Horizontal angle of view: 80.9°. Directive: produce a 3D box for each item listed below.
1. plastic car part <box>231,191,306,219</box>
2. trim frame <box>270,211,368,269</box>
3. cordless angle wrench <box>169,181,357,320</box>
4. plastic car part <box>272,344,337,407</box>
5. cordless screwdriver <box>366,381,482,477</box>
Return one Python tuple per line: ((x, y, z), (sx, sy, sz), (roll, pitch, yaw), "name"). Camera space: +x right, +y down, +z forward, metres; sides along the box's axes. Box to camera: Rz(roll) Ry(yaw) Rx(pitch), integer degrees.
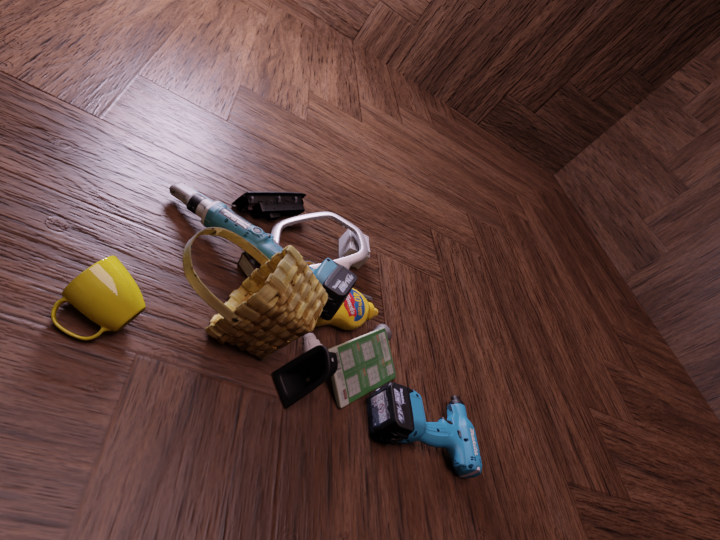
((-0.202, -0.156, 1.013), (0.195, 0.067, 0.068), (-17, 76, -50), "plastic car part")
((-0.097, -0.063, 0.988), (0.240, 0.027, 0.193), (-15, 56, -32), "trim frame")
((-0.209, -0.059, 0.837), (0.431, 0.074, 0.097), (32, 35, 9), "cordless angle wrench")
((-0.082, 0.178, 0.733), (0.067, 0.118, 0.068), (25, 33, -61), "plastic car part")
((0.130, 0.288, 0.830), (0.239, 0.075, 0.164), (29, 37, -22), "cordless screwdriver")
